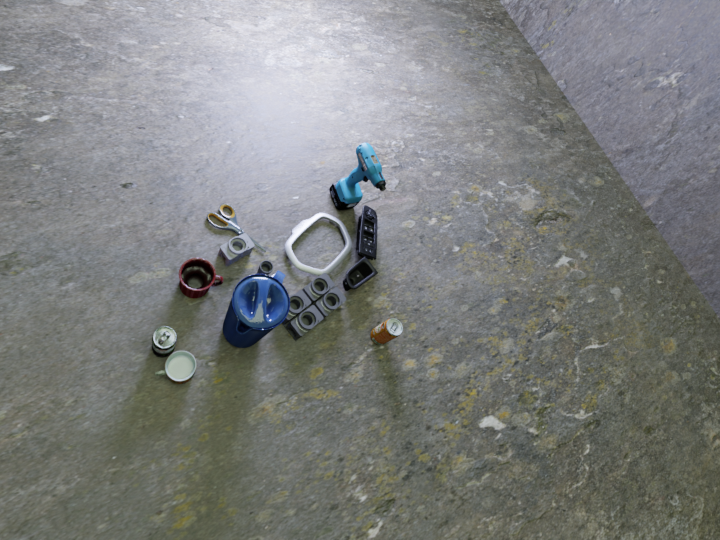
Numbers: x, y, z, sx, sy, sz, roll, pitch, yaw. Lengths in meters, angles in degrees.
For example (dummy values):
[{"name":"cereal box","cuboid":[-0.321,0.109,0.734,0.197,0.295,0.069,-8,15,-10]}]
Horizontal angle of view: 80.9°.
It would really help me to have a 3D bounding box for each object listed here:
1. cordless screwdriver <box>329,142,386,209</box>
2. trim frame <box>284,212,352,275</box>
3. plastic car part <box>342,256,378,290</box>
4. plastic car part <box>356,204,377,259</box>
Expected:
[{"name":"cordless screwdriver","cuboid":[-0.005,-0.271,1.349,0.072,0.251,0.163,-13,73,-31]},{"name":"trim frame","cuboid":[-0.130,-0.085,1.335,0.185,0.028,0.246,41,56,1]},{"name":"plastic car part","cuboid":[-0.015,0.022,1.300,0.114,0.071,0.067,-37,85,-33]},{"name":"plastic car part","cuboid":[0.019,-0.121,1.391,0.064,0.067,0.207,16,59,-17]}]
